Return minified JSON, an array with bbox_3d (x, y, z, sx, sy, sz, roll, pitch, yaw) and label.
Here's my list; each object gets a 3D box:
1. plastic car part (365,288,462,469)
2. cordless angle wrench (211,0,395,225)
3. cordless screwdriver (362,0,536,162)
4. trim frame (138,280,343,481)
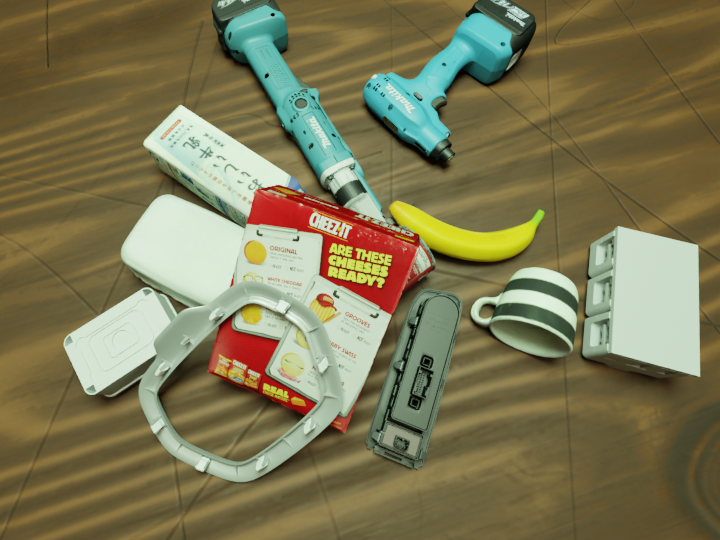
[{"bbox_3d":[0.067,0.109,0.477,0.068,0.065,0.204,16,69,11],"label":"plastic car part"},{"bbox_3d":[-0.081,-0.220,0.593,0.097,0.073,0.434,-28,74,-9],"label":"cordless angle wrench"},{"bbox_3d":[0.144,-0.271,0.604,0.247,0.073,0.164,-40,75,-8],"label":"cordless screwdriver"},{"bbox_3d":[-0.131,0.121,0.432,0.251,0.027,0.185,-42,89,20],"label":"trim frame"}]
